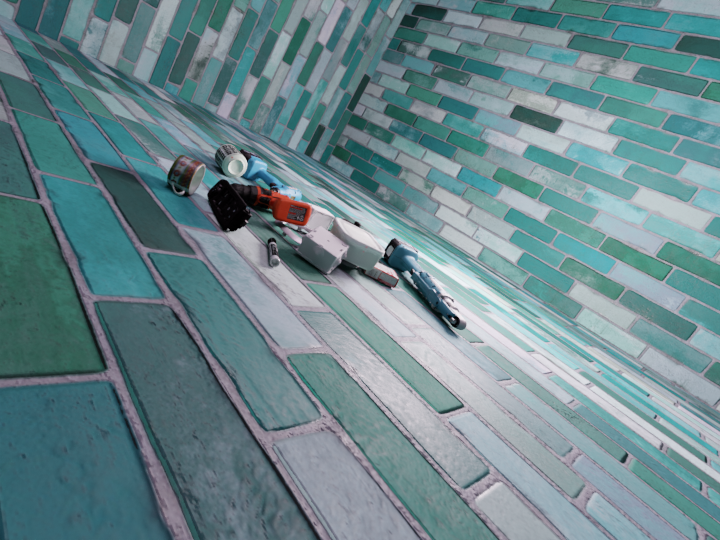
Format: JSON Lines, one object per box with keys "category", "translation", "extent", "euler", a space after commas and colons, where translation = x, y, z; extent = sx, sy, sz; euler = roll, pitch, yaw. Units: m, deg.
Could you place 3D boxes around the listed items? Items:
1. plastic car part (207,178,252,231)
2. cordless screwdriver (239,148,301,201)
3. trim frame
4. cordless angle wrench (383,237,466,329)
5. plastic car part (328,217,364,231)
{"category": "plastic car part", "translation": [-0.276, -0.140, 0.904], "extent": [0.063, 0.066, 0.215], "euler": [30, 10, -43]}
{"category": "cordless screwdriver", "translation": [-0.317, -0.302, 1.373], "extent": [0.258, 0.074, 0.154], "euler": [38, 16, 18]}
{"category": "trim frame", "translation": [-0.103, -0.068, 1.057], "extent": [0.241, 0.027, 0.190], "euler": [22, 16, -17]}
{"category": "cordless angle wrench", "translation": [0.176, 0.033, 1.157], "extent": [0.094, 0.074, 0.441], "euler": [22, 18, -25]}
{"category": "plastic car part", "translation": [-0.029, -0.120, 1.289], "extent": [0.119, 0.071, 0.065], "euler": [28, 14, 9]}
